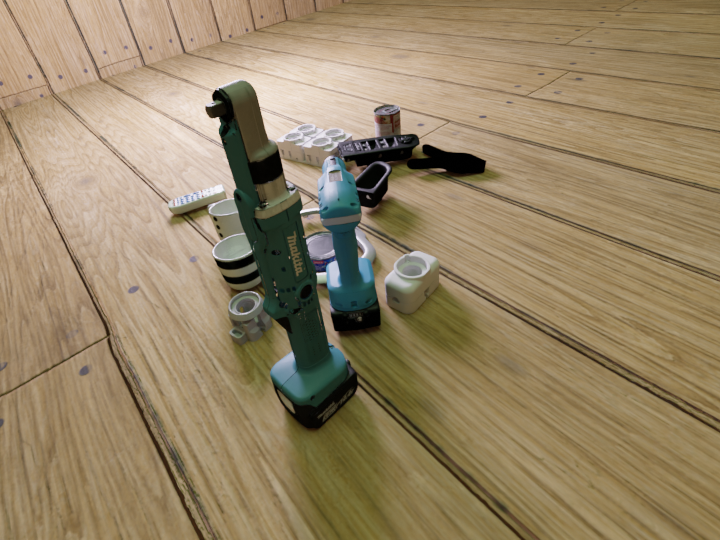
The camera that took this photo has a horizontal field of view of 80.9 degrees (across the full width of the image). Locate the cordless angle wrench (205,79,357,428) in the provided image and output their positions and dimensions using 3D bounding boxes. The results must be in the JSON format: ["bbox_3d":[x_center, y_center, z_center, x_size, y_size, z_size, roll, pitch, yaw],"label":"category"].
[{"bbox_3d":[-0.076,0.013,0.449,0.096,0.407,0.079,-35,47,-30],"label":"cordless angle wrench"}]

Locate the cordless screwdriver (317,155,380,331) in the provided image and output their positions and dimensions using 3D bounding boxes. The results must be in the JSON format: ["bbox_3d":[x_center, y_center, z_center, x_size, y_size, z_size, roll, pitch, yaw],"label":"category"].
[{"bbox_3d":[-0.023,-0.038,0.627,0.074,0.239,0.165,-8,39,-1],"label":"cordless screwdriver"}]

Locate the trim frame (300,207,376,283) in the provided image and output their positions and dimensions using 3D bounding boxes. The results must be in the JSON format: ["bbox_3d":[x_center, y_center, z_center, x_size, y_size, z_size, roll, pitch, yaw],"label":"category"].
[{"bbox_3d":[-0.080,-0.053,0.822,0.181,0.026,0.263,-28,43,-19],"label":"trim frame"}]

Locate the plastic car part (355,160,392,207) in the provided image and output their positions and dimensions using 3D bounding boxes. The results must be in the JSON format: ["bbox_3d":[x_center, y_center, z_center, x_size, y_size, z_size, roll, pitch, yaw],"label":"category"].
[{"bbox_3d":[0.030,-0.176,0.909,0.069,0.068,0.115,16,47,28],"label":"plastic car part"}]

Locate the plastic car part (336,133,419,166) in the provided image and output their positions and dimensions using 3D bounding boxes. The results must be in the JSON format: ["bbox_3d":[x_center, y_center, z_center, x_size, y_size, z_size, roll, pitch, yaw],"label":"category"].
[{"bbox_3d":[0.049,-0.293,1.044,0.202,0.064,0.069,-13,40,-2],"label":"plastic car part"}]
